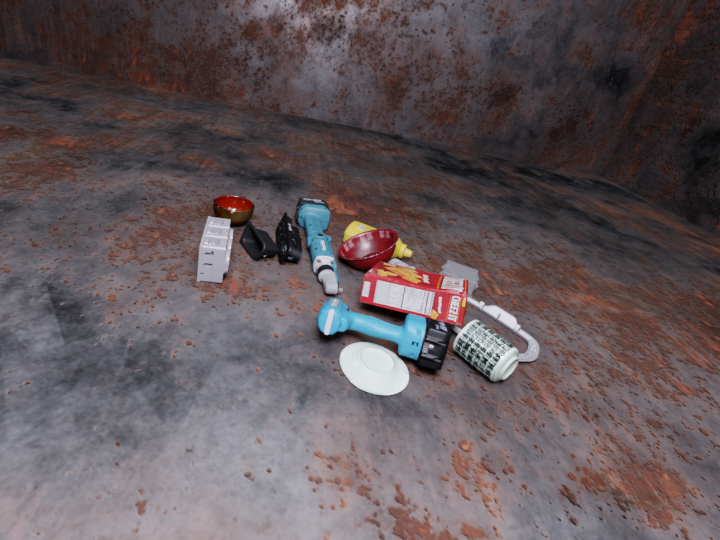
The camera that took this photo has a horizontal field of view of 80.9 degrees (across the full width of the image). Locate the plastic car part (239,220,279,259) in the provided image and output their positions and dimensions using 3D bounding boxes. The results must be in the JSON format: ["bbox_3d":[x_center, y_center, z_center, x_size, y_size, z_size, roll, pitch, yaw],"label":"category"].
[{"bbox_3d":[-0.247,-0.066,1.066,0.067,0.066,0.123,7,28,-44],"label":"plastic car part"}]

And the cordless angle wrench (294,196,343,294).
[{"bbox_3d":[-0.109,-0.071,1.115,0.096,0.073,0.440,4,31,-16],"label":"cordless angle wrench"}]

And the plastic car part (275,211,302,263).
[{"bbox_3d":[-0.187,-0.075,1.105,0.064,0.066,0.210,32,19,-23],"label":"plastic car part"}]

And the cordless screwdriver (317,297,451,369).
[{"bbox_3d":[0.042,0.108,0.832,0.251,0.074,0.158,14,9,4],"label":"cordless screwdriver"}]

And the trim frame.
[{"bbox_3d":[0.280,0.121,0.959,0.177,0.027,0.263,-13,35,-40],"label":"trim frame"}]
